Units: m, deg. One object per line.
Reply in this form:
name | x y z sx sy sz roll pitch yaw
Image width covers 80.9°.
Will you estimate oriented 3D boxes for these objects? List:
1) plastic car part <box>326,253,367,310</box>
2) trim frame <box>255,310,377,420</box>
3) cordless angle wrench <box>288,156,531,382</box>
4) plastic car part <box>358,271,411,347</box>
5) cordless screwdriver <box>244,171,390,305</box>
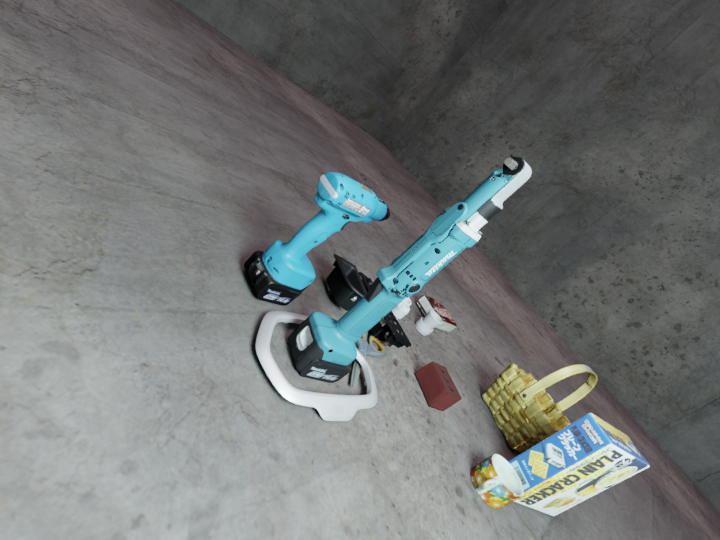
plastic car part | -0.036 0.034 0.869 0.062 0.071 0.122 30 25 -34
trim frame | -0.064 0.145 0.664 0.234 0.028 0.193 22 30 -45
cordless angle wrench | 0.062 0.007 0.596 0.092 0.426 0.078 27 28 -40
plastic car part | 0.034 0.087 0.899 0.063 0.067 0.213 27 26 -38
cordless screwdriver | -0.069 -0.045 0.707 0.150 0.251 0.078 18 35 -50
